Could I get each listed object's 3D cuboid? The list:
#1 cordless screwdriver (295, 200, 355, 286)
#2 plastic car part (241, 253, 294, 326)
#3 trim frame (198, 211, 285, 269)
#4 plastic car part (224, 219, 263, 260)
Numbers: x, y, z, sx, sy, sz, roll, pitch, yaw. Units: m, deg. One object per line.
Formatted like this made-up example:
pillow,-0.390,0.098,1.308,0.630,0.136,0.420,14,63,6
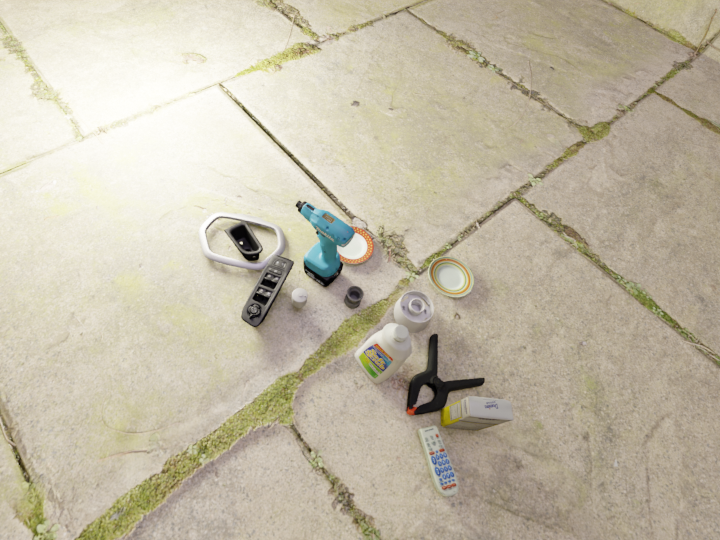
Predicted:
cordless screwdriver,-0.106,-0.069,1.082,0.163,0.244,0.074,37,60,12
plastic car part,-0.243,0.057,1.095,0.067,0.066,0.204,22,59,4
trim frame,-0.335,-0.088,1.197,0.249,0.027,0.188,11,58,0
plastic car part,-0.316,-0.068,1.162,0.065,0.069,0.121,-29,67,-23
